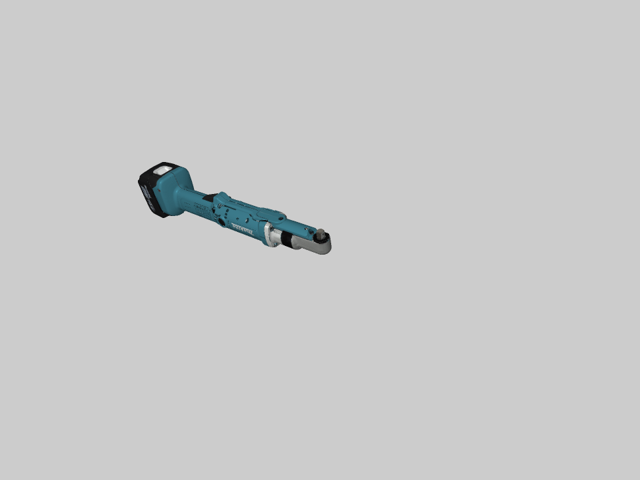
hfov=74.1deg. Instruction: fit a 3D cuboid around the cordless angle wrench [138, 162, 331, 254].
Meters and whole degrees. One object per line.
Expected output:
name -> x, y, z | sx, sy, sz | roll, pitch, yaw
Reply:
cordless angle wrench -> -0.157, -0.048, 0.746 | 0.423, 0.098, 0.074 | 19, 46, 31
